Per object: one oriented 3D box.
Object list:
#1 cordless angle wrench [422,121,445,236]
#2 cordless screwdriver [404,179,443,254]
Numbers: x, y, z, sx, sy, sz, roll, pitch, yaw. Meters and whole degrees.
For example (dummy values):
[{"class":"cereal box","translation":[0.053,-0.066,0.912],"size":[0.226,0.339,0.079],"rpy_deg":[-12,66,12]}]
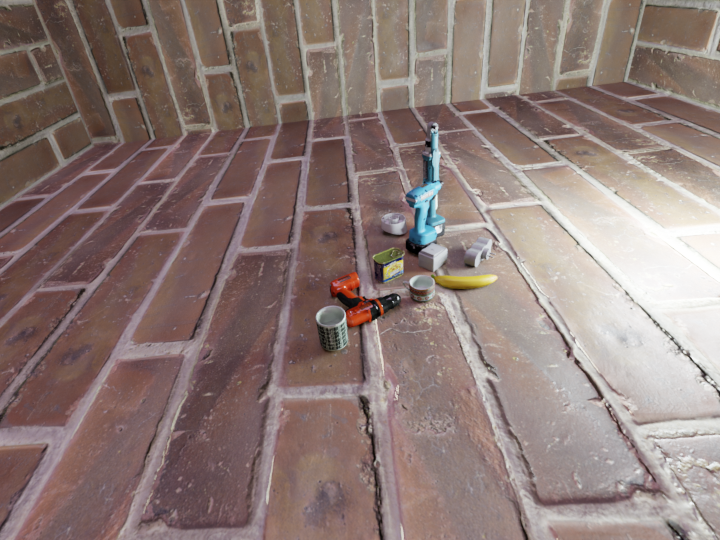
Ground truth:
[{"class":"cordless angle wrench","translation":[0.248,-0.311,1.483],"size":[0.073,0.409,0.103],"rpy_deg":[-18,34,-18]},{"class":"cordless screwdriver","translation":[0.225,-0.183,1.451],"size":[0.155,0.240,0.079],"rpy_deg":[-29,39,-31]}]
